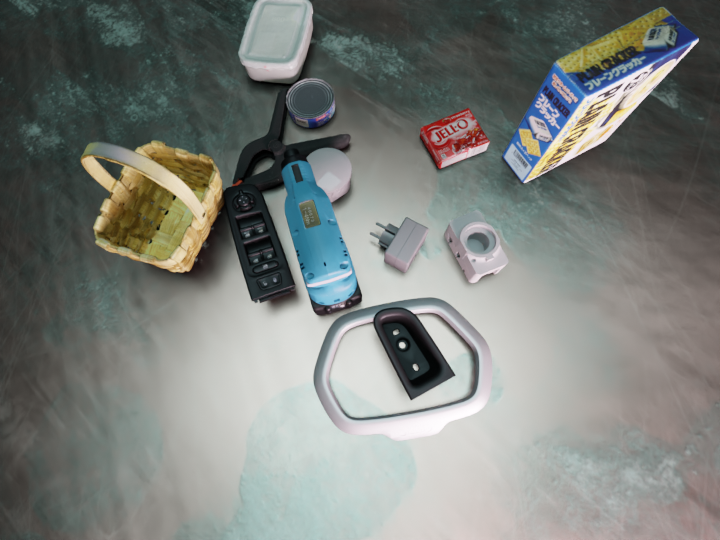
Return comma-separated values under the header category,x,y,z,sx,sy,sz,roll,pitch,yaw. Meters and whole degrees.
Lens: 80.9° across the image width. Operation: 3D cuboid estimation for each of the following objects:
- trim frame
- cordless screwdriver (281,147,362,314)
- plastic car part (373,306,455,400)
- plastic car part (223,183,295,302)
category,x,y,z,sx,sy,sz,roll,pitch,yaw
trim frame,0.056,0.136,0.590,0.249,0.027,0.189,-13,70,2
cordless screwdriver,-0.054,-0.035,0.547,0.074,0.242,0.164,-17,73,-4
plastic car part,0.064,0.107,0.577,0.066,0.069,0.120,-28,71,-5
plastic car part,-0.158,-0.046,0.657,0.066,0.065,0.209,-22,70,-3
